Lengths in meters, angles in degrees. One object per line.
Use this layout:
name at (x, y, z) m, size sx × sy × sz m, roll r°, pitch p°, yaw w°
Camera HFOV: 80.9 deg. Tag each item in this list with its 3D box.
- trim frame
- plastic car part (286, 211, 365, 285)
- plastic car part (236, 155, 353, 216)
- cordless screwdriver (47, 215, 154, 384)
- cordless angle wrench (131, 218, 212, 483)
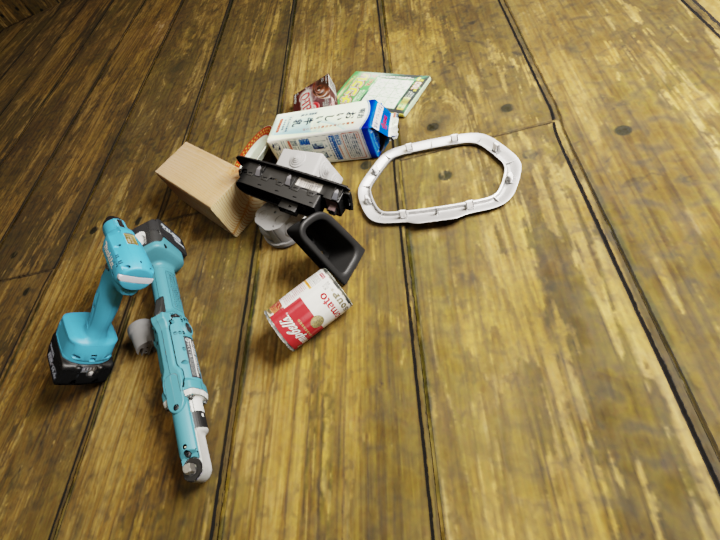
trim frame at (0.115, -0.145, 0.661) m, size 0.255 × 0.026 × 0.188 m, roll -5°, pitch 57°, yaw 18°
plastic car part at (-0.061, -0.040, 0.620) m, size 0.074 × 0.111 × 0.066 m, roll 1°, pitch 54°, yaw 51°
plastic car part at (-0.114, -0.124, 0.663) m, size 0.210 × 0.064 × 0.067 m, roll 25°, pitch 79°, yaw 19°
cordless screwdriver at (-0.407, 0.045, 0.657) m, size 0.168 × 0.070 × 0.248 m, roll 46°, pitch 110°, yaw 37°
cordless angle wrench at (-0.282, 0.097, 0.635) m, size 0.074 × 0.093 × 0.444 m, roll -30°, pitch 55°, yaw 0°
